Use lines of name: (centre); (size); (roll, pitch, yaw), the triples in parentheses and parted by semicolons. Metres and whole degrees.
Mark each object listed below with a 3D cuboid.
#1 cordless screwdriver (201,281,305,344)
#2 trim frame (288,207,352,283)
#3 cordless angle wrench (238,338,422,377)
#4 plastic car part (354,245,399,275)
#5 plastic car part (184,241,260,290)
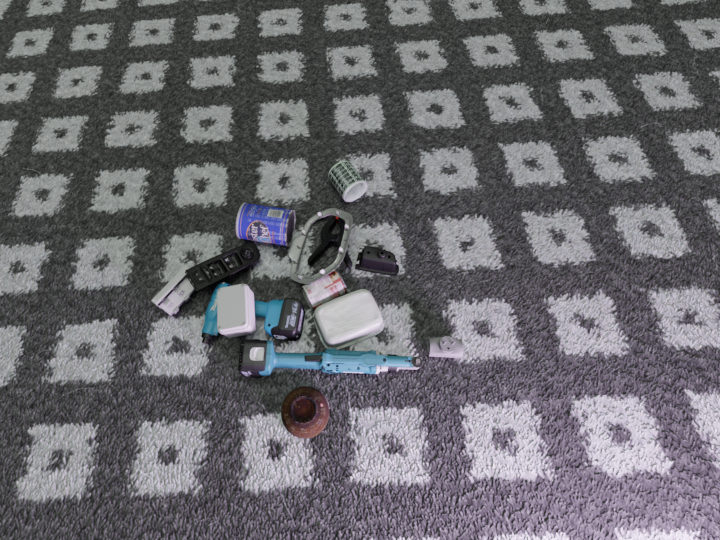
cordless screwdriver: (-0.270, 0.126, 1.053); (0.254, 0.072, 0.161); (9, 65, 12)
trim frame: (-0.110, -0.072, 1.124); (0.191, 0.026, 0.253); (-9, 54, 32)
cordless angle wrench: (-0.069, 0.212, 0.994); (0.423, 0.096, 0.076); (2, 64, 0)
plastic car part: (0.047, -0.032, 1.113); (0.119, 0.068, 0.067); (11, 66, 11)
plastic car part: (-0.353, -0.006, 1.110); (0.199, 0.066, 0.069); (-32, 70, -28)
